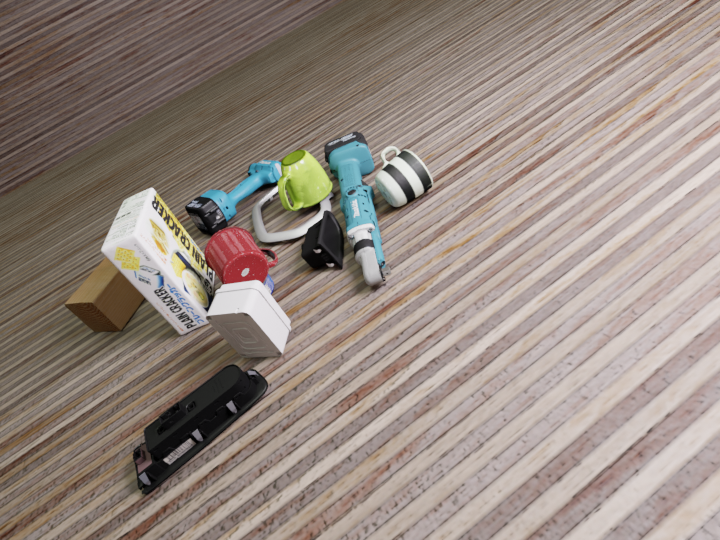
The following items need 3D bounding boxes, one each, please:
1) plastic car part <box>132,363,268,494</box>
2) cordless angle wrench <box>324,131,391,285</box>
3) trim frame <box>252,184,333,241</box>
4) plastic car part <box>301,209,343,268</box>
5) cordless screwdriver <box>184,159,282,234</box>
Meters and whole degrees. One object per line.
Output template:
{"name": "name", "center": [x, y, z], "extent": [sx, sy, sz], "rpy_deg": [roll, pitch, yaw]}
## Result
{"name": "plastic car part", "center": [-0.220, 0.193, 0.564], "extent": [0.201, 0.064, 0.070], "rpy_deg": [-35, 31, -13]}
{"name": "cordless angle wrench", "center": [-0.006, -0.127, 0.787], "extent": [0.099, 0.071, 0.439], "rpy_deg": [-20, 41, 10]}
{"name": "trim frame", "center": [-0.149, -0.137, 0.915], "extent": [0.184, 0.026, 0.260], "rpy_deg": [-29, 37, 0]}
{"name": "plastic car part", "center": [-0.073, -0.048, 0.750], "extent": [0.072, 0.063, 0.120], "rpy_deg": [-30, 32, 20]}
{"name": "cordless screwdriver", "center": [-0.310, -0.194, 1.040], "extent": [0.246, 0.071, 0.168], "rpy_deg": [-42, 36, -23]}
